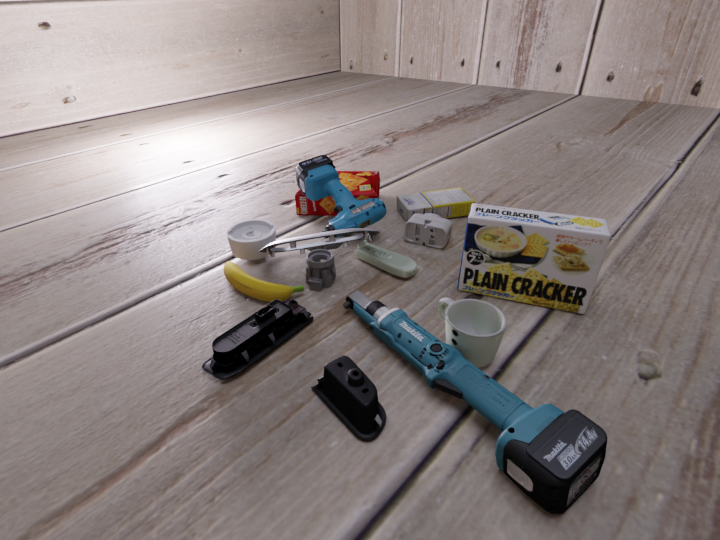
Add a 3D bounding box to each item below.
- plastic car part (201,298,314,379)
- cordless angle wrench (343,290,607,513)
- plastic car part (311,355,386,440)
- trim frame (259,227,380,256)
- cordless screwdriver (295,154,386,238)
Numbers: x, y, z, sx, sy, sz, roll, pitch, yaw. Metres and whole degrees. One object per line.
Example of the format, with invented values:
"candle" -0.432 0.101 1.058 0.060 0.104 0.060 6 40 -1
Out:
"plastic car part" -0.165 0.101 0.689 0.070 0.065 0.199 28 46 28
"cordless angle wrench" 0.111 0.132 0.607 0.096 0.071 0.448 -30 37 -22
"plastic car part" -0.011 0.160 0.572 0.064 0.069 0.123 -23 35 -29
"trim frame" -0.084 -0.055 0.857 0.251 0.028 0.182 -10 -1 6
"cordless screwdriver" -0.075 -0.171 0.998 0.156 0.072 0.262 -28 52 -22
